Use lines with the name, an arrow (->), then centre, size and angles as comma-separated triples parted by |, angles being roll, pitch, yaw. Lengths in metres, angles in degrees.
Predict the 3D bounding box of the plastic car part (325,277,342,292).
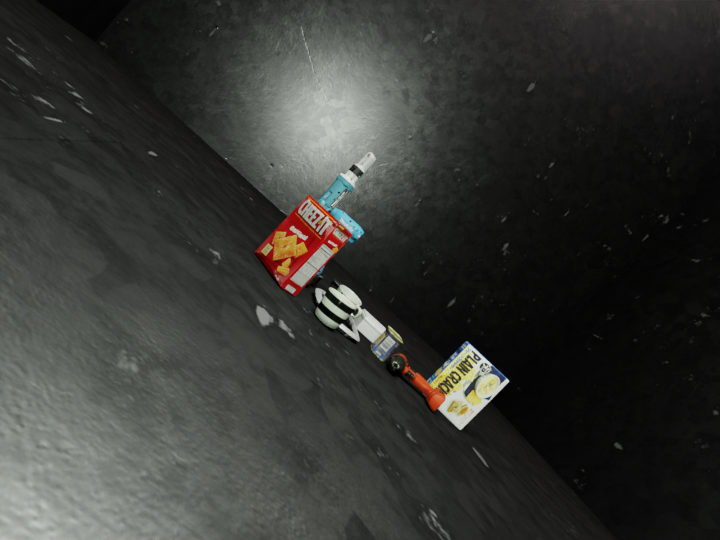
plastic car part -> -0.069, 0.089, 1.384 | 0.118, 0.071, 0.065 | 43, 3, 5

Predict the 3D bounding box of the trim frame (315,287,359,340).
trim frame -> -0.067, 0.129, 1.236 | 0.181, 0.027, 0.253 | 42, 2, -12

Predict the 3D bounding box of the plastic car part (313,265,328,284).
plastic car part -> -0.156, 0.006, 1.455 | 0.065, 0.067, 0.205 | 43, 2, -9

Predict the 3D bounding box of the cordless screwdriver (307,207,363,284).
cordless screwdriver -> -0.128, -0.084, 1.309 | 0.161, 0.249, 0.074 | 43, 3, 4

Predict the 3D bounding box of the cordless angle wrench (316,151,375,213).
cordless angle wrench -> -0.109, -0.181, 1.226 | 0.078, 0.423, 0.093 | 45, 4, 27
